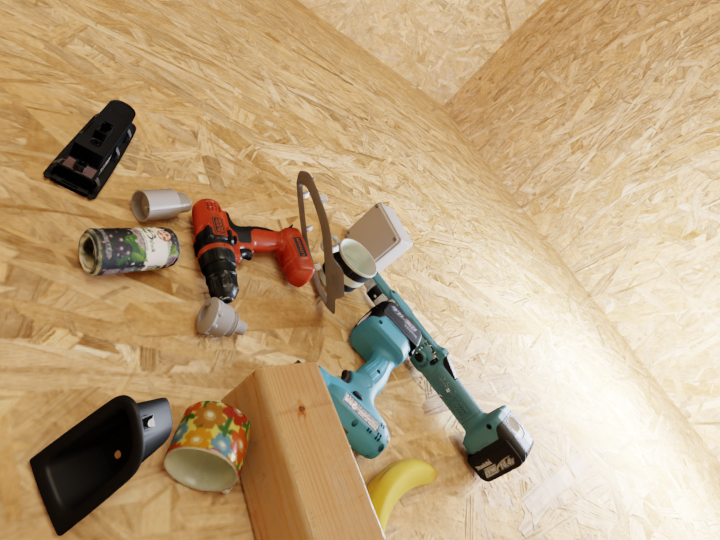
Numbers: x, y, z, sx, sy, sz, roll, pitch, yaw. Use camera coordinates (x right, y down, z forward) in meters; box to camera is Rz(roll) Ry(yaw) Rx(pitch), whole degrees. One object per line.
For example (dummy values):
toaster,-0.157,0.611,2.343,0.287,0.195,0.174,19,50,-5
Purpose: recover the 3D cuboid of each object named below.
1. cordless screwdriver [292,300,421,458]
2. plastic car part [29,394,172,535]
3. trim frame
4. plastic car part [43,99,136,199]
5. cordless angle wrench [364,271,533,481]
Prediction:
cordless screwdriver,-0.001,0.134,0.644,0.159,0.075,0.247,42,34,-4
plastic car part,-0.203,0.149,0.356,0.068,0.117,0.069,55,8,13
trim frame,-0.064,-0.042,0.655,0.027,0.240,0.193,-13,46,-15
plastic car part,-0.374,-0.191,0.609,0.064,0.067,0.210,22,34,-24
cordless angle wrench,0.119,0.150,0.761,0.071,0.098,0.439,-6,52,-53
